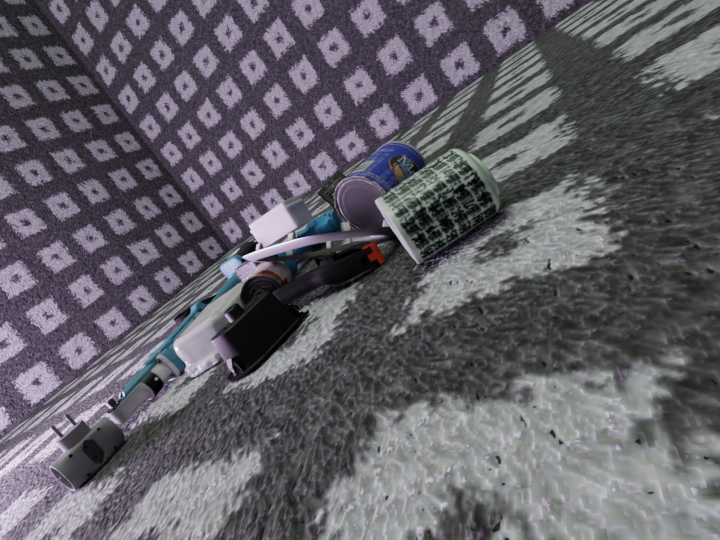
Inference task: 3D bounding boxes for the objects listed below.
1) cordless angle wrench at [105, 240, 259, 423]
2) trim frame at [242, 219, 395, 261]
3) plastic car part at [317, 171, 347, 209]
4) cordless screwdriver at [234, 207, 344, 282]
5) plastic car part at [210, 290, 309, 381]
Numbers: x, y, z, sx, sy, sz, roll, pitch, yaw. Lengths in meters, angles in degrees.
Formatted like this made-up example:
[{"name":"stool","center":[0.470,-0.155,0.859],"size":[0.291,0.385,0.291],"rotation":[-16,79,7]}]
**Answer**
[{"name":"cordless angle wrench","center":[-0.291,0.097,0.773],"size":[0.076,0.095,0.423],"rotation":[-28,21,36]},{"name":"trim frame","center":[-0.060,-0.039,0.611],"size":[0.176,0.028,0.258],"rotation":[-6,-5,-44]},{"name":"plastic car part","center":[-0.023,-0.137,0.842],"size":[0.066,0.064,0.212],"rotation":[-39,28,-2]},{"name":"cordless screwdriver","center":[-0.147,-0.037,0.868],"size":[0.164,0.073,0.245],"rotation":[-21,17,48]},{"name":"plastic car part","center":[-0.131,0.068,0.515],"size":[0.068,0.070,0.115],"rotation":[-24,15,50]}]
